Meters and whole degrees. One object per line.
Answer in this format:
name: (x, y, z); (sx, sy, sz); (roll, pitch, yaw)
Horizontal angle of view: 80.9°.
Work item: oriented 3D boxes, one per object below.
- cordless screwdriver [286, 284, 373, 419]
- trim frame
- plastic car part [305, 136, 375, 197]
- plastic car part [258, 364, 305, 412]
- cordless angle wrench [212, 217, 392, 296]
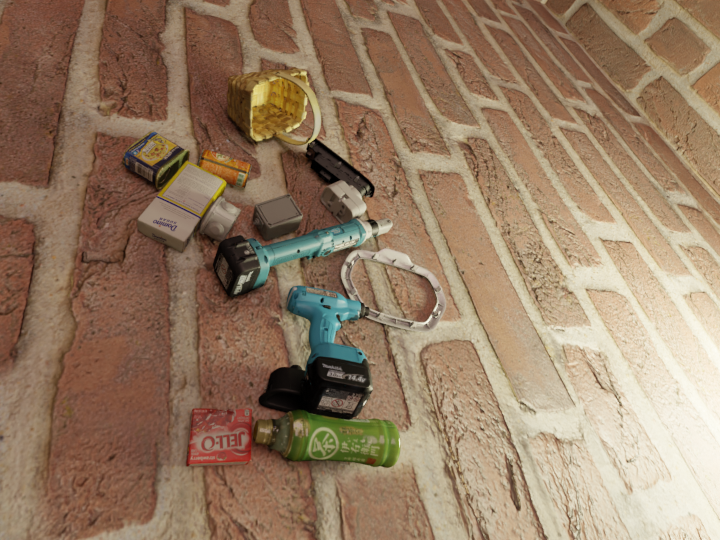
cordless screwdriver: (-0.035, 0.121, 0.708); (0.154, 0.073, 0.259); (10, 30, -20)
trim frame: (0.074, 0.035, 0.895); (0.243, 0.027, 0.189); (14, 50, -12)
plastic car part: (-0.055, -0.233, 1.011); (0.204, 0.066, 0.067); (35, 59, 2)
plastic car part: (-0.100, 0.189, 0.685); (0.115, 0.065, 0.073); (18, 36, -10)
cordless angle wrench: (-0.083, -0.054, 0.850); (0.408, 0.098, 0.077); (-20, 65, -38)
